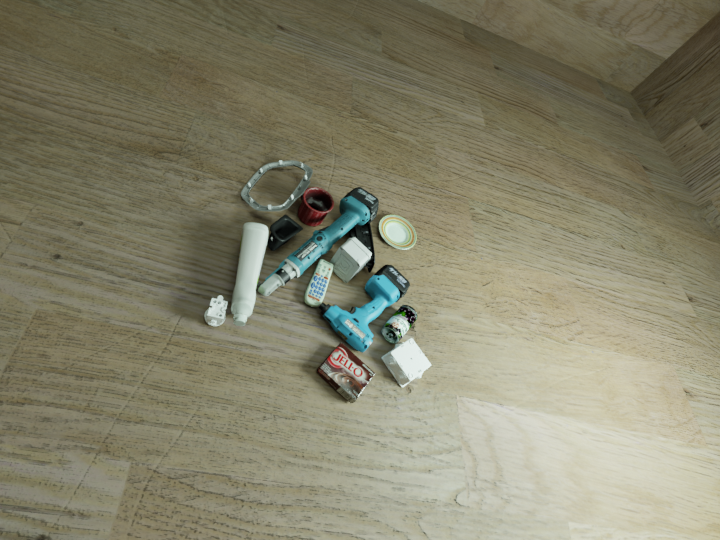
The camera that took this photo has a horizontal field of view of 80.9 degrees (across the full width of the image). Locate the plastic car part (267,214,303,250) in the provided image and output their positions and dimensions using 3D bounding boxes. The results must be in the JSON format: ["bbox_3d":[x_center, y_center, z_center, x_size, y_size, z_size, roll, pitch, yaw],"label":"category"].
[{"bbox_3d":[-0.218,-0.092,1.142,0.066,0.071,0.115,37,35,1],"label":"plastic car part"}]

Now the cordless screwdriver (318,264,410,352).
[{"bbox_3d":[0.012,0.079,1.123,0.161,0.074,0.246,39,55,5],"label":"cordless screwdriver"}]

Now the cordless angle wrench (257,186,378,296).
[{"bbox_3d":[-0.112,-0.073,1.143,0.102,0.072,0.418,36,62,20],"label":"cordless angle wrench"}]

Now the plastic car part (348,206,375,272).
[{"bbox_3d":[0.004,-0.092,1.236,0.064,0.066,0.210,4,56,-25],"label":"plastic car part"}]

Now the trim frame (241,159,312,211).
[{"bbox_3d":[-0.239,-0.255,1.235,0.190,0.026,0.249,14,48,15],"label":"trim frame"}]
